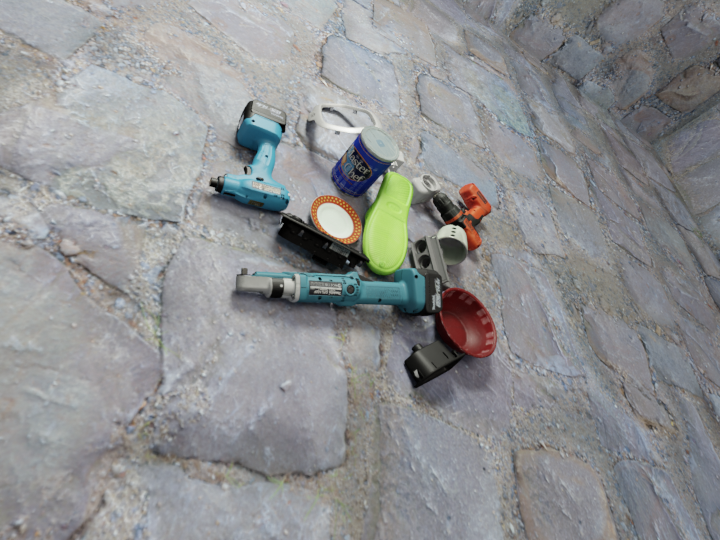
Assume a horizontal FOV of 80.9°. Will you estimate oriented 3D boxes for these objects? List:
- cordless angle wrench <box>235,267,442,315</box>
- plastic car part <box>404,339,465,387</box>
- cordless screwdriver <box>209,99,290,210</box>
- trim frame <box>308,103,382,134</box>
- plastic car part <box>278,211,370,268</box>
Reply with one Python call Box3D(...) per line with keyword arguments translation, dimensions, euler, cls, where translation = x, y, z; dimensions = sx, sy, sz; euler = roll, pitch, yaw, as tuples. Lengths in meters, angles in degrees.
Box3D(translation=(-0.031, 0.036, 0.809), dimensions=(0.406, 0.077, 0.099), euler=(4, 82, -27), cls="cordless angle wrench")
Box3D(translation=(0.136, 0.176, 0.840), dimensions=(0.112, 0.065, 0.074), euler=(-11, 53, -36), cls="plastic car part")
Box3D(translation=(-0.229, -0.245, 0.883), dimensions=(0.152, 0.075, 0.256), euler=(11, 58, -28), cls="cordless screwdriver")
Box3D(translation=(-0.041, -0.386, 1.075), dimensions=(0.182, 0.027, 0.258), euler=(2, 36, -9), cls="trim frame")
Box3D(translation=(-0.083, -0.054, 0.850), dimensions=(0.197, 0.067, 0.068), euler=(32, 12, -15), cls="plastic car part")
